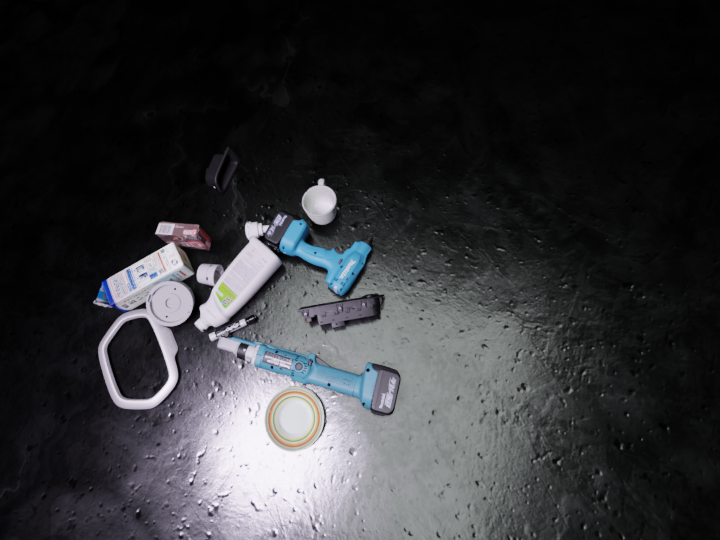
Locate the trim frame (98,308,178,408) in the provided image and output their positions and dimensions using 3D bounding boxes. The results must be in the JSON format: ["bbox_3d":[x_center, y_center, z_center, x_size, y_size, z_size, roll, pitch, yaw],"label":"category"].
[{"bbox_3d":[-0.532,0.211,1.017,0.183,0.026,0.258,-32,66,-4],"label":"trim frame"}]

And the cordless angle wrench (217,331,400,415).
[{"bbox_3d":[-0.128,0.215,0.936,0.435,0.071,0.099,12,71,15],"label":"cordless angle wrench"}]

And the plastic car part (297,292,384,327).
[{"bbox_3d":[-0.039,0.092,0.974,0.204,0.065,0.068,-14,79,2],"label":"plastic car part"}]

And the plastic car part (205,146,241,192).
[{"bbox_3d":[-0.396,-0.280,1.178,0.074,0.063,0.117,15,74,27],"label":"plastic car part"}]

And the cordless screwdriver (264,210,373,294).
[{"bbox_3d":[-0.102,-0.067,1.041,0.256,0.072,0.159,31,75,14],"label":"cordless screwdriver"}]
